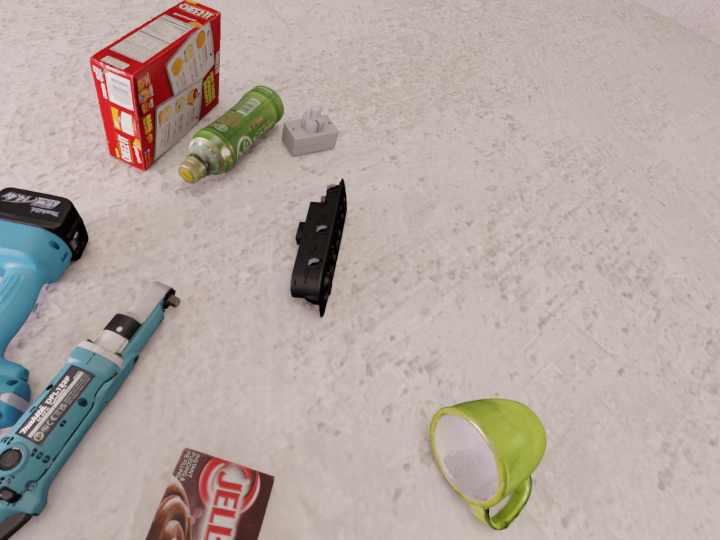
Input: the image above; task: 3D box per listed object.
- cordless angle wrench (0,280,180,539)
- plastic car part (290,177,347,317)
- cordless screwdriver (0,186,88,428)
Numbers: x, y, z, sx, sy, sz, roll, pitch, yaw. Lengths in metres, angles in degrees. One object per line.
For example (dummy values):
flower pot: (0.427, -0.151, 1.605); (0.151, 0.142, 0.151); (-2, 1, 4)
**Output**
cordless angle wrench: (-0.290, 0.170, 0.362); (0.098, 0.073, 0.427); (21, 50, 0)
plastic car part: (-0.056, -0.037, 0.571); (0.067, 0.064, 0.208); (4, 53, -1)
cordless screwdriver: (-0.397, 0.030, 0.438); (0.157, 0.073, 0.256); (5, 57, -10)
